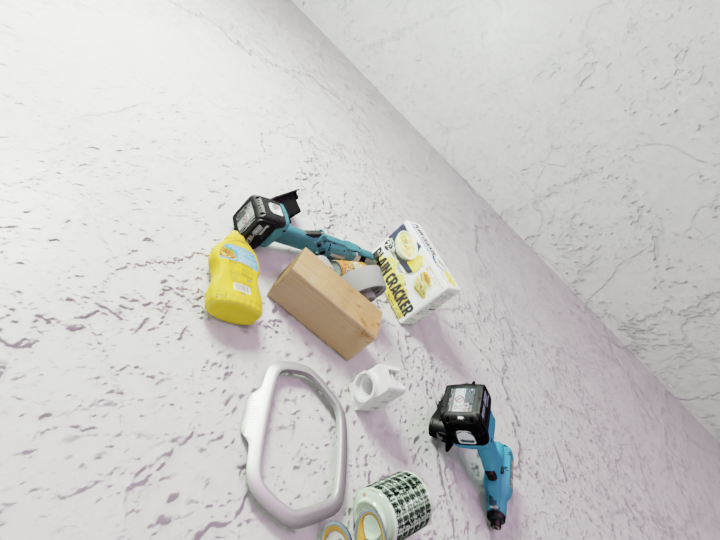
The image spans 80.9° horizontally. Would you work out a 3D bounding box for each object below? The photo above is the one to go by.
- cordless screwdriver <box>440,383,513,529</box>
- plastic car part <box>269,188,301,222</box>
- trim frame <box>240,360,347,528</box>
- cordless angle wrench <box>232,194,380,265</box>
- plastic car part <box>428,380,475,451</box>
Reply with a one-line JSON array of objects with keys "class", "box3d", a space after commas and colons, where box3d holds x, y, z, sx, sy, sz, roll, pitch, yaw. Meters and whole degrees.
[{"class": "cordless screwdriver", "box3d": [0.227, 0.343, 0.790, 0.240, 0.077, 0.159, 61, 34, -24]}, {"class": "plastic car part", "box3d": [-0.183, -0.141, 0.992, 0.070, 0.068, 0.114, 58, 33, -7]}, {"class": "trim frame", "box3d": [-0.093, 0.248, 0.637, 0.177, 0.028, 0.255, 32, 33, -22]}, {"class": "cordless angle wrench", "box3d": [-0.095, -0.062, 0.974, 0.400, 0.099, 0.078, 17, 41, -46]}, {"class": "plastic car part", "box3d": [0.191, 0.295, 0.880, 0.070, 0.065, 0.197, 9, 17, 25]}]
